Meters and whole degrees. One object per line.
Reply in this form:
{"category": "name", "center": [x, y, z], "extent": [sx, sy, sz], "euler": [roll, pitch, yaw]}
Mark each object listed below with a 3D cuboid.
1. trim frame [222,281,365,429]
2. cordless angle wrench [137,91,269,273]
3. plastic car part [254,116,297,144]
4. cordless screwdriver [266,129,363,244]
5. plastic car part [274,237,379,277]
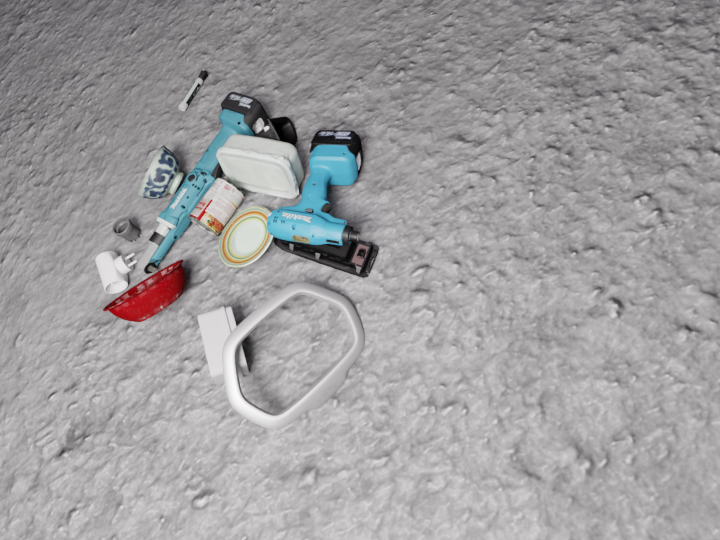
{"category": "trim frame", "center": [-0.104, 0.130, 0.676], "extent": [0.245, 0.027, 0.186], "euler": [-41, 84, -23]}
{"category": "cordless angle wrench", "center": [-0.338, -0.182, 0.886], "extent": [0.102, 0.071, 0.423], "euler": [24, 77, 21]}
{"category": "plastic car part", "center": [-0.181, -0.277, 0.878], "extent": [0.072, 0.064, 0.117], "euler": [-21, 18, 16]}
{"category": "cordless screwdriver", "center": [-0.050, -0.147, 0.760], "extent": [0.165, 0.071, 0.251], "euler": [9, 56, 18]}
{"category": "plastic car part", "center": [-0.075, -0.049, 0.768], "extent": [0.211, 0.064, 0.066], "euler": [17, 80, 22]}
